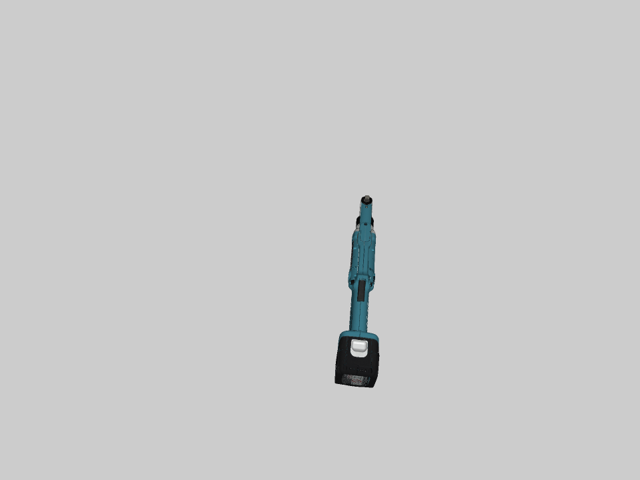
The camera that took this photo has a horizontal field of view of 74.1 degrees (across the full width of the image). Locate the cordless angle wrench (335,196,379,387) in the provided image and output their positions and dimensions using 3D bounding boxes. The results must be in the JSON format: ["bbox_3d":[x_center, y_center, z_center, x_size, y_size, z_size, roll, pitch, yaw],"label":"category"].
[{"bbox_3d":[0.085,0.079,0.872,0.074,0.421,0.098,6,-35,3],"label":"cordless angle wrench"}]
